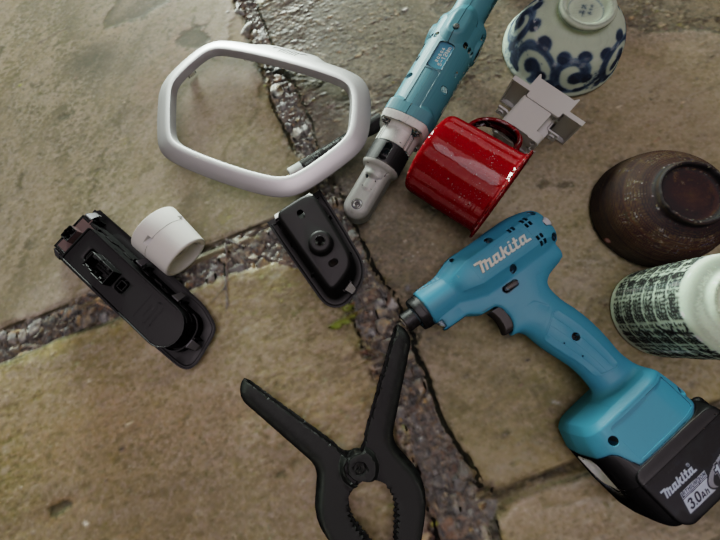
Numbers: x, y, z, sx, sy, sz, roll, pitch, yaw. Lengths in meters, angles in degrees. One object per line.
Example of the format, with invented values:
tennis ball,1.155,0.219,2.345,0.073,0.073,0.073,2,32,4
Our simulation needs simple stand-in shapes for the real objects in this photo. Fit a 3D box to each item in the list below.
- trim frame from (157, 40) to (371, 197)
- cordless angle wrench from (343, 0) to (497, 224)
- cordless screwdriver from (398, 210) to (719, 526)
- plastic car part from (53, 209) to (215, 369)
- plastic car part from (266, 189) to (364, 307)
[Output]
trim frame,-0.110,-0.172,0.456,0.256,0.026,0.185,19,76,16
cordless angle wrench,0.096,-0.232,0.435,0.076,0.096,0.423,29,84,10
cordless screwdriver,0.162,0.083,0.362,0.159,0.072,0.256,-35,73,-4
plastic car part,-0.227,0.013,0.417,0.207,0.066,0.066,39,75,9
plastic car part,-0.040,-0.026,0.404,0.066,0.069,0.120,-33,75,-4
